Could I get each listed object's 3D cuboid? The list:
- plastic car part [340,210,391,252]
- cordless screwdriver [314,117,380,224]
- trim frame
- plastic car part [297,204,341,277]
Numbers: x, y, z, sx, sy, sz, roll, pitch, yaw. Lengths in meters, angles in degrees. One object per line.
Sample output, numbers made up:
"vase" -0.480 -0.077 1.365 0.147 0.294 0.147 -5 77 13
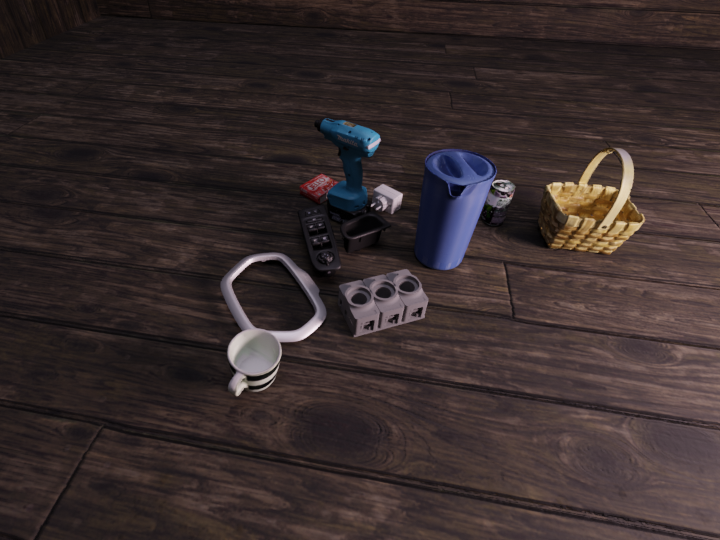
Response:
"plastic car part" 0.001 -0.078 0.958 0.114 0.069 0.070 -25 50 -26
"cordless screwdriver" -0.042 -0.232 0.997 0.167 0.241 0.073 29 47 24
"trim frame" -0.175 0.048 0.850 0.180 0.027 0.262 -23 48 -24
"plastic car part" -0.092 -0.060 0.940 0.065 0.065 0.212 -8 44 -12
